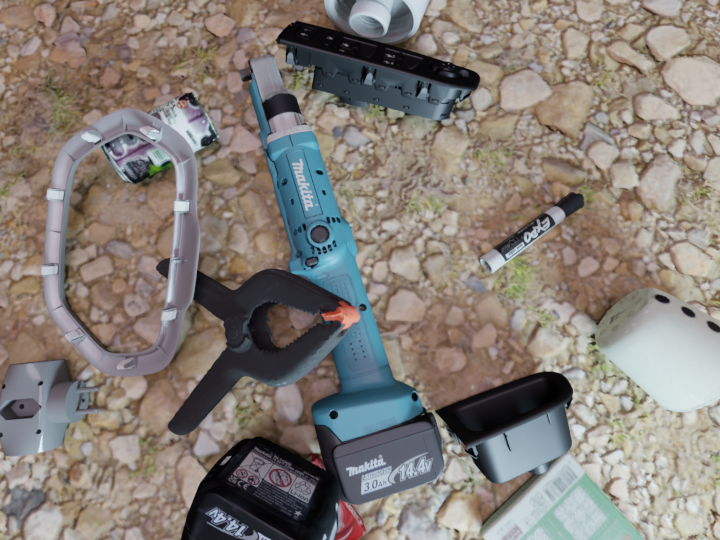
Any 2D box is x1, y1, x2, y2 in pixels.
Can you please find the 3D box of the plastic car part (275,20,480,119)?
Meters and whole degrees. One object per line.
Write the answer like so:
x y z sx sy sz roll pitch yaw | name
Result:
0.017 -0.197 0.430 0.205 0.065 0.067 13 37 4 | plastic car part

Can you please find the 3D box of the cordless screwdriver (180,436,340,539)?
-0.112 0.254 0.319 0.164 0.073 0.247 16 99 14 | cordless screwdriver

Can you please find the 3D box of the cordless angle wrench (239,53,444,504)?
-0.039 -0.026 0.400 0.098 0.073 0.431 -17 77 -4 | cordless angle wrench

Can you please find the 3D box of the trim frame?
-0.222 -0.022 0.386 0.190 0.027 0.247 12 96 16 | trim frame

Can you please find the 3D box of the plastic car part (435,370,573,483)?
0.138 0.144 0.370 0.116 0.067 0.070 -17 96 -6 | plastic car part
